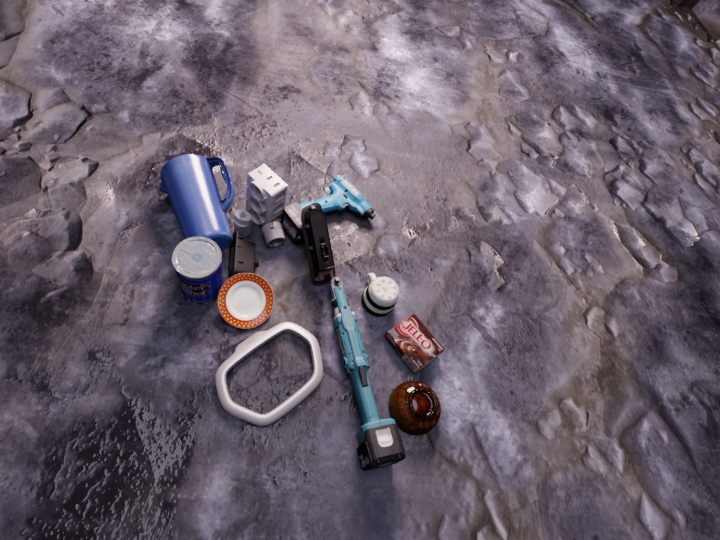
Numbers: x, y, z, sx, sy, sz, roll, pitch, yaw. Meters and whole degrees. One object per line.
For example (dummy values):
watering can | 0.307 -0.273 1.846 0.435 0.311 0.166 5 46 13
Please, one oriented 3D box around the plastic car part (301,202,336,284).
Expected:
plastic car part | -0.102 -0.067 1.042 0.065 0.068 0.203 -12 91 -14

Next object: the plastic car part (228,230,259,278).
plastic car part | -0.286 -0.028 1.043 0.068 0.067 0.120 6 61 -26

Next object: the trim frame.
trim frame | -0.195 0.219 0.927 0.244 0.027 0.190 -36 72 -25

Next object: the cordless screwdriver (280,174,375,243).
cordless screwdriver | -0.084 -0.153 1.144 0.244 0.073 0.164 -36 72 -31

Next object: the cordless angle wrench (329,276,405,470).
cordless angle wrench | -0.010 0.202 0.941 0.073 0.096 0.440 -6 57 -17
